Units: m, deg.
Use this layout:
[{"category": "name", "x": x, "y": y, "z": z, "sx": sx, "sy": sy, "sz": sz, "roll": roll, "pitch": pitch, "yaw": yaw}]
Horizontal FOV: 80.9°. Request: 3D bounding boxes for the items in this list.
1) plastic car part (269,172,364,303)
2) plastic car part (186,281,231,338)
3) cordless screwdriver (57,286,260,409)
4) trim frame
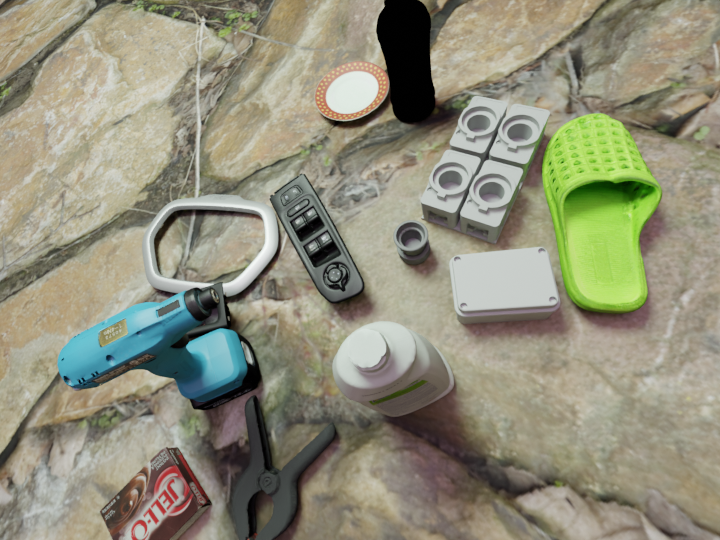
[{"category": "plastic car part", "x": -0.059, "y": -0.038, "z": 0.602, "sx": 0.066, "sy": 0.064, "sz": 0.212, "roll": -31, "pitch": 62, "yaw": 1}, {"category": "plastic car part", "x": -0.234, "y": 0.071, "z": 0.607, "sx": 0.118, "sy": 0.068, "sz": 0.068, "roll": -18, "pitch": 65, "yaw": 8}, {"category": "cordless screwdriver", "x": -0.186, "y": 0.092, "z": 0.487, "sx": 0.160, "sy": 0.238, "sz": 0.077, "roll": -26, "pitch": 65, "yaw": 3}, {"category": "trim frame", "x": -0.248, "y": -0.047, "z": 0.685, "sx": 0.256, "sy": 0.026, "sz": 0.187, "roll": 3, "pitch": 69, "yaw": 18}]
